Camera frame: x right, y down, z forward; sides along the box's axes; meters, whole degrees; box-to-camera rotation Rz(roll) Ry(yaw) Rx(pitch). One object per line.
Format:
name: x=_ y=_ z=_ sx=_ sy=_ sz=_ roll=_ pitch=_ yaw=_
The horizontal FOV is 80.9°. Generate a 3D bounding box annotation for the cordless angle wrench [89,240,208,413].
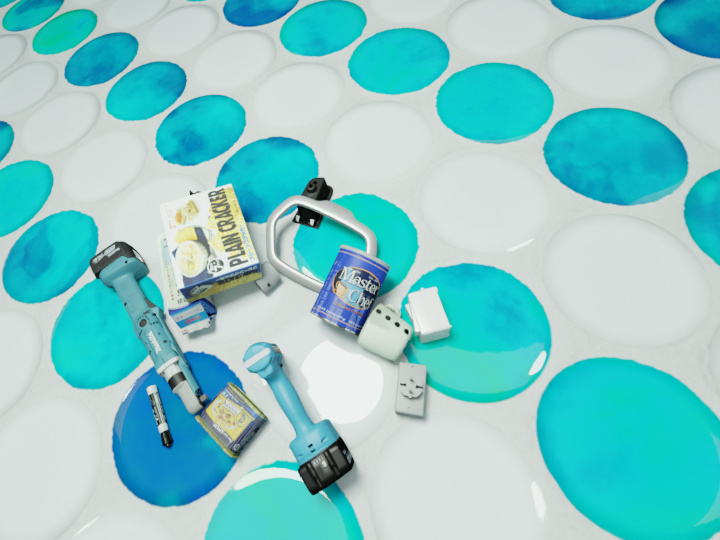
cordless angle wrench: x=-0.435 y=0.114 z=0.876 sx=0.097 sy=0.071 sz=0.442 roll=-38 pitch=64 yaw=-9

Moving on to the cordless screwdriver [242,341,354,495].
cordless screwdriver: x=-0.109 y=0.234 z=0.722 sx=0.074 sy=0.156 sz=0.255 roll=-33 pitch=77 yaw=-5

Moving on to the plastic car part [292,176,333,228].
plastic car part: x=-0.108 y=-0.163 z=0.949 sx=0.068 sy=0.068 sz=0.117 roll=16 pitch=70 yaw=15

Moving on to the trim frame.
trim frame: x=-0.086 y=-0.056 z=0.882 sx=0.255 sy=0.027 sz=0.184 roll=27 pitch=88 yaw=14

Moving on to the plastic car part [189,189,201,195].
plastic car part: x=-0.325 y=-0.110 z=0.976 sx=0.065 sy=0.065 sz=0.213 roll=-22 pitch=57 yaw=-30
